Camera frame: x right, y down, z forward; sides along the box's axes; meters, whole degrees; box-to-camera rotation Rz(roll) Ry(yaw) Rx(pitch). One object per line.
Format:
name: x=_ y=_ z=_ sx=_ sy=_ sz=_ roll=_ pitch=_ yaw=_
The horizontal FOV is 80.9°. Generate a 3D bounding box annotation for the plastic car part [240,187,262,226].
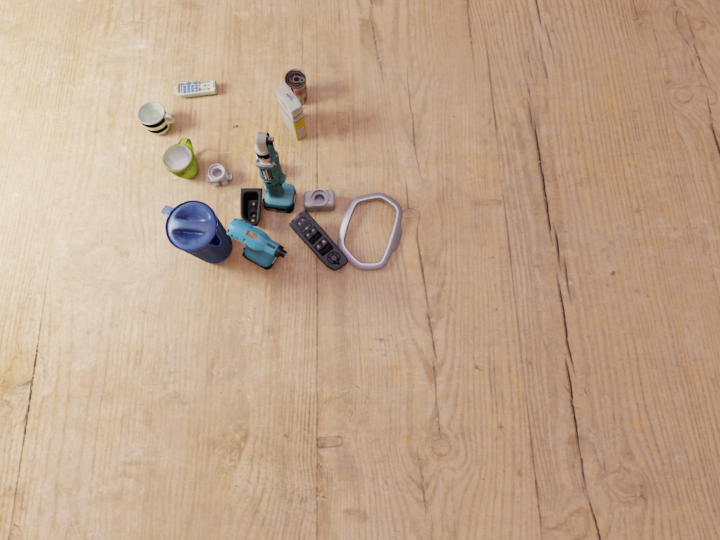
plastic car part: x=-0.327 y=-0.184 z=1.276 sx=0.066 sy=0.070 sz=0.118 roll=-1 pitch=77 yaw=-2

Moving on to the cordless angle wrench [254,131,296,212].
cordless angle wrench: x=-0.233 y=-0.253 z=1.113 sx=0.098 sy=0.418 sz=0.075 roll=9 pitch=79 yaw=-3

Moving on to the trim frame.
trim frame: x=0.033 y=-0.120 z=1.277 sx=0.186 sy=0.027 sz=0.250 roll=16 pitch=77 yaw=5

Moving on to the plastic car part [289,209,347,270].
plastic car part: x=-0.122 y=-0.080 z=1.250 sx=0.066 sy=0.066 sz=0.207 roll=-41 pitch=80 yaw=-9

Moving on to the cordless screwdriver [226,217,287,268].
cordless screwdriver: x=-0.264 y=-0.058 z=1.155 sx=0.161 sy=0.246 sz=0.074 roll=29 pitch=79 yaw=3
